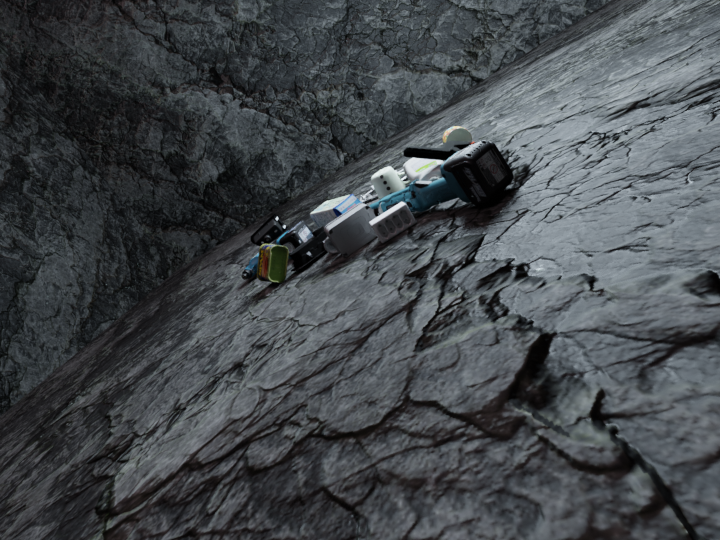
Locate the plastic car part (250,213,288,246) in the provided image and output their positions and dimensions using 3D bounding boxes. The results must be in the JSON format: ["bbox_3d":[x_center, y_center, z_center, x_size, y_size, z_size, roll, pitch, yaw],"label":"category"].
[{"bbox_3d":[-0.286,-0.111,1.319,0.116,0.063,0.074,-42,23,0],"label":"plastic car part"}]

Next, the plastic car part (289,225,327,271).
[{"bbox_3d":[-0.108,-0.071,1.104,0.201,0.065,0.069,-43,24,-21],"label":"plastic car part"}]

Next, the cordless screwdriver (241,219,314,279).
[{"bbox_3d":[-0.259,-0.053,1.303,0.256,0.073,0.158,-25,19,39],"label":"cordless screwdriver"}]

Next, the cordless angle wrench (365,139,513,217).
[{"bbox_3d":[0.120,-0.156,0.895,0.073,0.096,0.436,-39,14,-24],"label":"cordless angle wrench"}]

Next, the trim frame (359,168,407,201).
[{"bbox_3d":[0.100,-0.295,1.390,0.248,0.027,0.189,-36,16,-3],"label":"trim frame"}]
